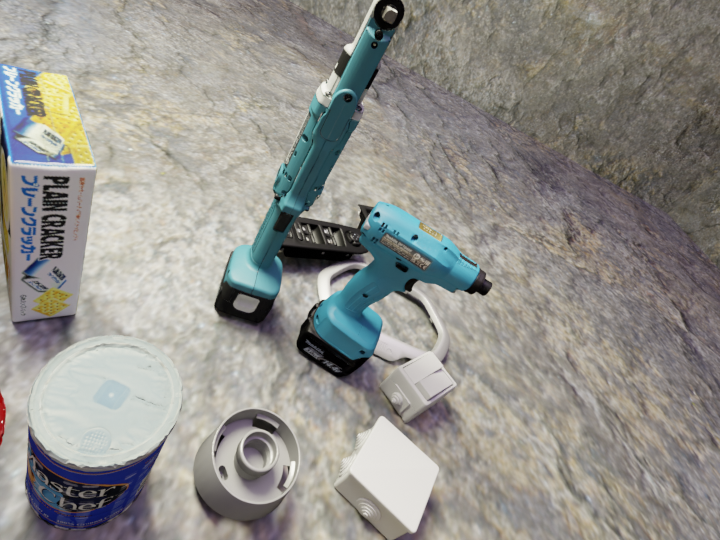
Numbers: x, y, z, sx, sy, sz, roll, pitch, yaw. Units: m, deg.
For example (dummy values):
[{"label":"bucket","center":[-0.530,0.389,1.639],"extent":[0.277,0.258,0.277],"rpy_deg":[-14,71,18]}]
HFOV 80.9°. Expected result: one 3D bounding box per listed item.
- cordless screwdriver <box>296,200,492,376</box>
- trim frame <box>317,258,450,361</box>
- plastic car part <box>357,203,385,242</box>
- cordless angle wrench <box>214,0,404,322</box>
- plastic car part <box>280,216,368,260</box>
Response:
[{"label":"cordless screwdriver","center":[0.030,0.044,0.538],"extent":[0.159,0.249,0.074],"rpy_deg":[34,36,-1]},{"label":"trim frame","center":[0.039,0.065,0.707],"extent":[0.246,0.027,0.187],"rpy_deg":[26,36,-7]},{"label":"plastic car part","center":[0.041,-0.081,0.843],"extent":[0.111,0.071,0.069],"rpy_deg":[8,43,-29]},{"label":"cordless angle wrench","center":[-0.071,-0.100,0.488],"extent":[0.072,0.423,0.101],"rpy_deg":[21,38,-19]},{"label":"plastic car part","center":[-0.071,-0.046,0.726],"extent":[0.194,0.067,0.069],"rpy_deg":[1,47,-35]}]
